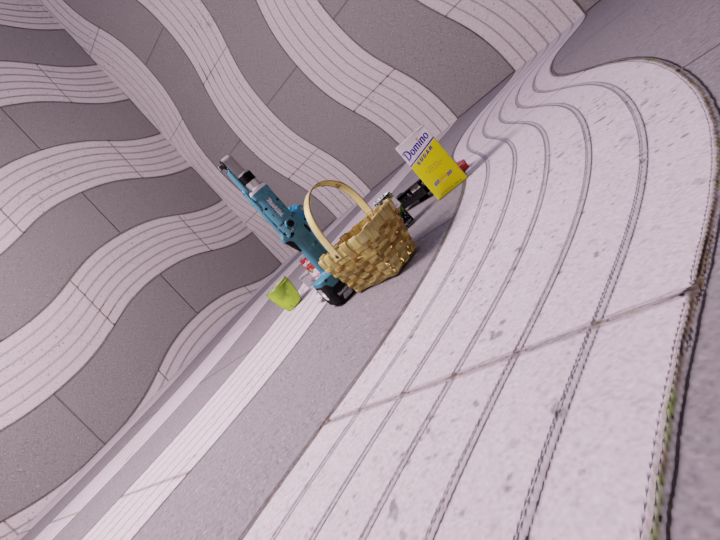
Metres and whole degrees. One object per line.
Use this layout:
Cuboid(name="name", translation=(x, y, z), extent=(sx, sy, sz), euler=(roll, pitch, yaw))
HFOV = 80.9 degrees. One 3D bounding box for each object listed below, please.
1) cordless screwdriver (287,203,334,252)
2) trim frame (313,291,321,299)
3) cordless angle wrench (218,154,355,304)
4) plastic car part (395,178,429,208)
Cuboid(name="cordless screwdriver", translation=(-0.109, -0.071, 1.115), extent=(0.075, 0.246, 0.160), euler=(-41, 6, 8))
Cuboid(name="trim frame", translation=(-0.033, -0.001, 1.154), extent=(0.248, 0.027, 0.187), euler=(-43, 11, -5))
Cuboid(name="cordless angle wrench", translation=(-0.165, -0.100, 0.966), extent=(0.097, 0.419, 0.075), euler=(-44, 5, -18))
Cuboid(name="plastic car part", translation=(0.163, -0.231, 1.256), extent=(0.066, 0.066, 0.208), euler=(-46, 11, -27))
